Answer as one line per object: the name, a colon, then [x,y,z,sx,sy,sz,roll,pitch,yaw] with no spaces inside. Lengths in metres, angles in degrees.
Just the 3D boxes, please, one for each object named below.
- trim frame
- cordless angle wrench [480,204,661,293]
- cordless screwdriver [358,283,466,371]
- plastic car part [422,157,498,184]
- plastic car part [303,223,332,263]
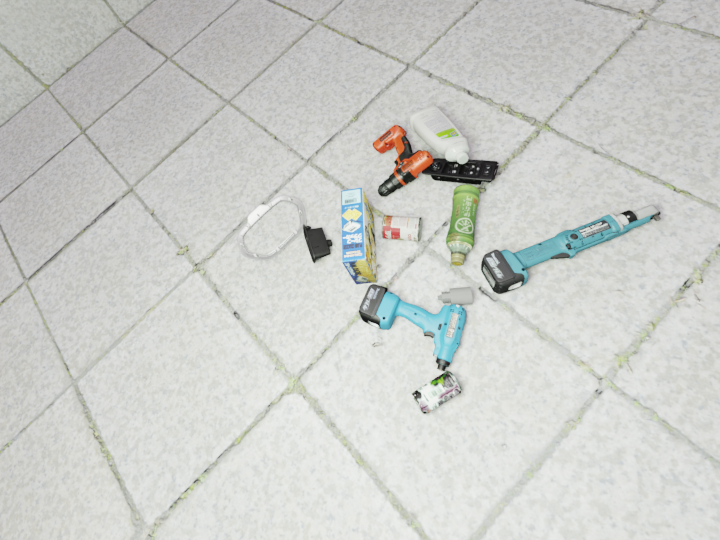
trim frame: [-0.279,-0.137,1.321,0.248,0.026,0.194,-45,60,-6]
cordless angle wrench: [0.508,-0.067,1.020,0.424,0.071,0.102,-22,61,3]
cordless screwdriver: [0.118,0.135,1.039,0.258,0.071,0.160,15,70,19]
plastic car part: [0.278,-0.278,1.192,0.212,0.064,0.066,14,77,27]
plastic car part: [-0.120,-0.079,1.229,0.070,0.064,0.121,-19,63,-10]
